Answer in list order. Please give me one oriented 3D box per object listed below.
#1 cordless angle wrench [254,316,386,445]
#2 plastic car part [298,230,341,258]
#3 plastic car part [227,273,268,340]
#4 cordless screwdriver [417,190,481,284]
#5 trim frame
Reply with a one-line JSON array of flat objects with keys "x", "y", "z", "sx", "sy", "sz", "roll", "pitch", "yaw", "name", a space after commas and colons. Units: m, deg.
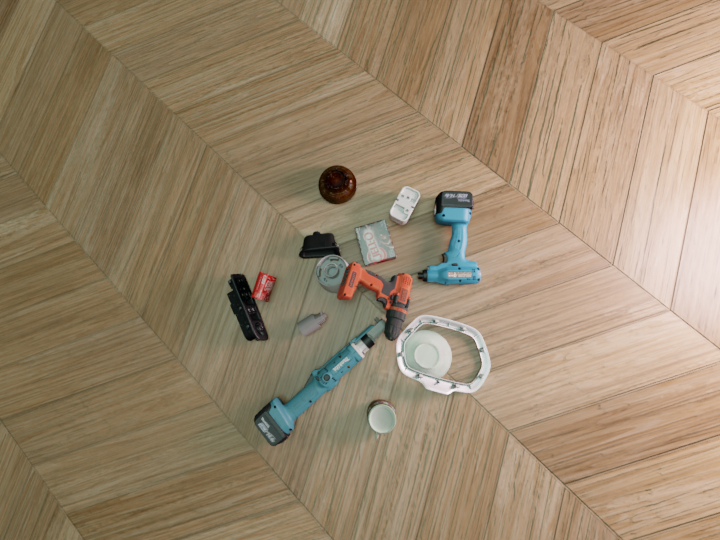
[{"x": -0.089, "y": 0.278, "z": 1.108, "sx": 0.422, "sy": 0.073, "sz": 0.100, "roll": -41, "pitch": 79, "yaw": -4, "name": "cordless angle wrench"}, {"x": -0.116, "y": -0.076, "z": 1.188, "sx": 0.118, "sy": 0.063, "sz": 0.072, "roll": -1, "pitch": 65, "yaw": 9, "name": "plastic car part"}, {"x": -0.322, "y": 0.110, "z": 1.173, "sx": 0.067, "sy": 0.064, "sz": 0.208, "roll": -32, "pitch": 77, "yaw": 9, "name": "plastic car part"}, {"x": 0.230, "y": -0.086, "z": 1.134, "sx": 0.161, "sy": 0.073, "sz": 0.251, "roll": -2, "pitch": 83, "yaw": 6, "name": "cordless screwdriver"}, {"x": 0.213, "y": 0.217, "z": 1.080, "sx": 0.247, "sy": 0.027, "sz": 0.185, "roll": 16, "pitch": 80, "yaw": -2, "name": "trim frame"}]
